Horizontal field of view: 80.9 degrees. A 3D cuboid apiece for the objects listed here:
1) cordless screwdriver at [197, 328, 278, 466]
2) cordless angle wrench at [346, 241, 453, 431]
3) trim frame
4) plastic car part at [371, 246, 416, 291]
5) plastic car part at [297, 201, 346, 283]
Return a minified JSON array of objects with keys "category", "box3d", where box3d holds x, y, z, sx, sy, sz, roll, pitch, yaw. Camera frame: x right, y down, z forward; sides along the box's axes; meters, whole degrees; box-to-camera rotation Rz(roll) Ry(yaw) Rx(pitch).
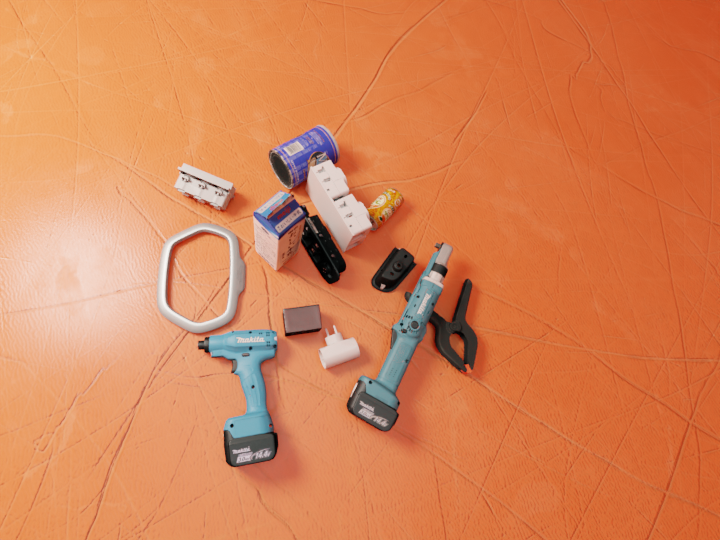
[{"category":"cordless screwdriver","box3d":[-0.237,0.240,0.818,0.157,0.073,0.256,-2,66,-10]},{"category":"cordless angle wrench","box3d":[0.106,0.120,0.894,0.099,0.073,0.424,27,71,5]},{"category":"trim frame","box3d":[-0.343,0.011,0.916,0.182,0.027,0.255,-2,67,-8]},{"category":"plastic car part","box3d":[0.081,-0.005,0.960,0.067,0.070,0.116,38,65,5]},{"category":"plastic car part","box3d":[-0.095,-0.062,0.967,0.064,0.067,0.209,-13,68,-42]}]
